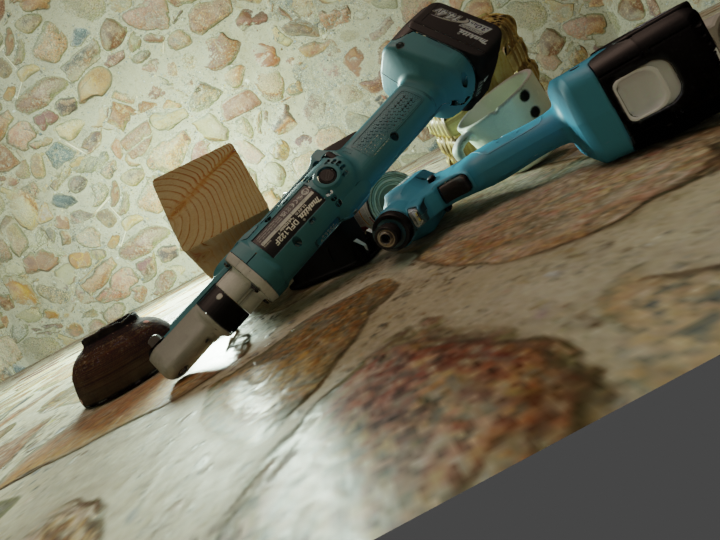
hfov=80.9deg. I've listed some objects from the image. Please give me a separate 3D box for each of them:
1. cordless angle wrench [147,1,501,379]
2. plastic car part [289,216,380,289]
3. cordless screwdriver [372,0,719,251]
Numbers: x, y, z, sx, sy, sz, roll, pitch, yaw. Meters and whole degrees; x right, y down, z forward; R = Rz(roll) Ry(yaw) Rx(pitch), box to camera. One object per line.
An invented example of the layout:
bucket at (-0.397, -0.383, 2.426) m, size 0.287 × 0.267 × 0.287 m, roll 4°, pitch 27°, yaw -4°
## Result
cordless angle wrench at (-0.028, -0.075, 0.386) m, size 0.421 × 0.102 × 0.072 m, roll -50°, pitch -19°, yaw -13°
plastic car part at (-0.044, -0.029, 0.446) m, size 0.120 × 0.070 × 0.065 m, roll -19°, pitch 10°, yaw 30°
cordless screwdriver at (0.124, -0.091, 0.331) m, size 0.255 × 0.073 × 0.157 m, roll -26°, pitch 10°, yaw 30°
